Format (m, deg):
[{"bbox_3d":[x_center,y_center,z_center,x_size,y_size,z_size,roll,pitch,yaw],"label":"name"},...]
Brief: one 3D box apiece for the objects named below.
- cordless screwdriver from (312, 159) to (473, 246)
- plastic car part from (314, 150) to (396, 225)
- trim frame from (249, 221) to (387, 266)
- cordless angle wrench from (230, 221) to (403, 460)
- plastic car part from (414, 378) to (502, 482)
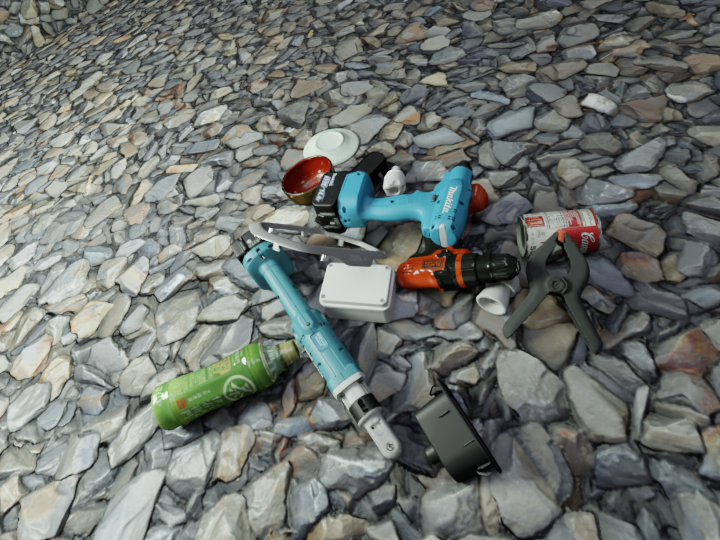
[{"bbox_3d":[0.055,-0.126,0.702,0.259,0.071,0.160,8,57,26],"label":"cordless screwdriver"},{"bbox_3d":[-0.010,-0.167,0.834,0.070,0.064,0.201,27,63,37],"label":"plastic car part"},{"bbox_3d":[-0.066,-0.043,0.678,0.195,0.236,0.027,23,102,40],"label":"trim frame"},{"bbox_3d":[-0.074,0.091,0.646,0.074,0.093,0.445,-35,56,-8],"label":"cordless angle wrench"},{"bbox_3d":[0.110,0.207,0.527,0.071,0.062,0.122,-34,55,8],"label":"plastic car part"}]
